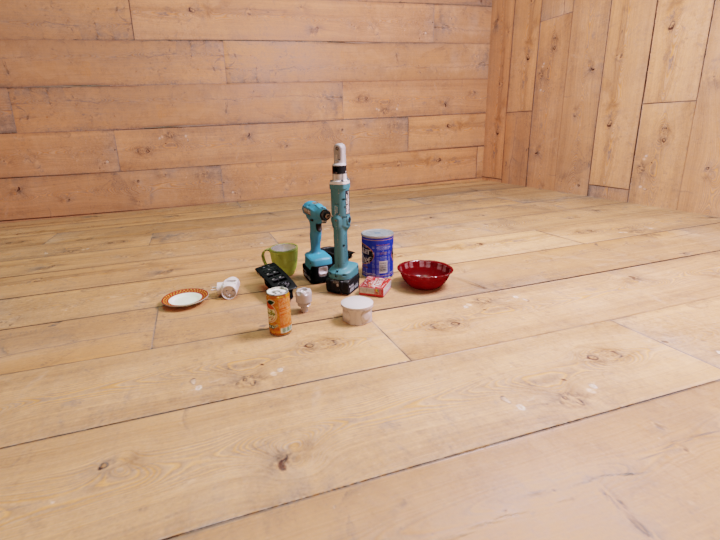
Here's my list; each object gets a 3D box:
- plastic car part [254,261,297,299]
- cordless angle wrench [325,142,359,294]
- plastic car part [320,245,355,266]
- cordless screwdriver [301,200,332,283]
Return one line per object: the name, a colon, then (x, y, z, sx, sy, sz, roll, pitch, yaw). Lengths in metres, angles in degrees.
plastic car part: (-0.246, 0.037, 1.234, 0.064, 0.066, 0.214, -11, 20, -28)
cordless angle wrench: (-0.055, -0.143, 1.197, 0.077, 0.415, 0.096, 6, 17, 25)
plastic car part: (-0.082, -0.037, 1.424, 0.123, 0.069, 0.063, 14, 23, 41)
cordless screwdriver: (-0.126, -0.083, 1.293, 0.072, 0.244, 0.167, -8, 18, -24)
